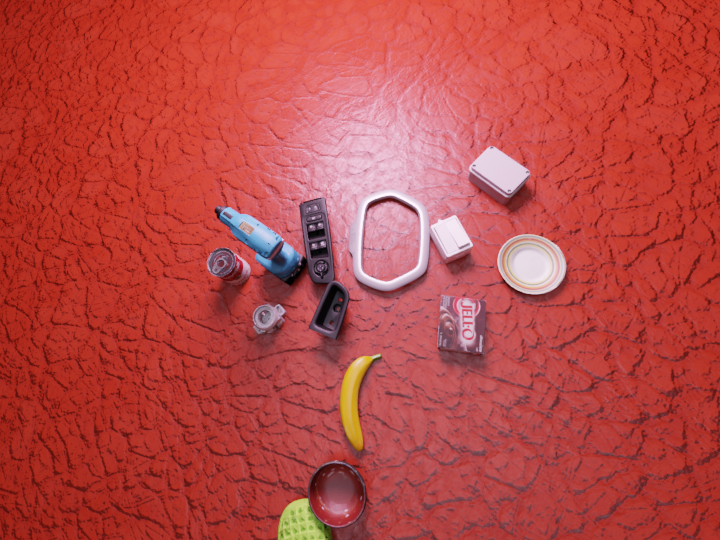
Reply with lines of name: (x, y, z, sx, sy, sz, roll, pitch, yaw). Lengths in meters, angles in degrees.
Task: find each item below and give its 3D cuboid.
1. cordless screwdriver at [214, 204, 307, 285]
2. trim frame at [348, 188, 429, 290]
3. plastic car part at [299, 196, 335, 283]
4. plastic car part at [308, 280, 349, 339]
cordless screwdriver: (-0.210, -0.056, 0.908, 0.165, 0.241, 0.074, 34, 82, 15)
trim frame: (0.064, -0.074, 0.972, 0.188, 0.026, 0.252, 1, 73, 12)
plastic car part: (-0.096, -0.063, 0.980, 0.067, 0.065, 0.208, -11, 71, 6)
plastic car part: (-0.057, 0.087, 0.923, 0.068, 0.069, 0.117, 19, 78, 14)
